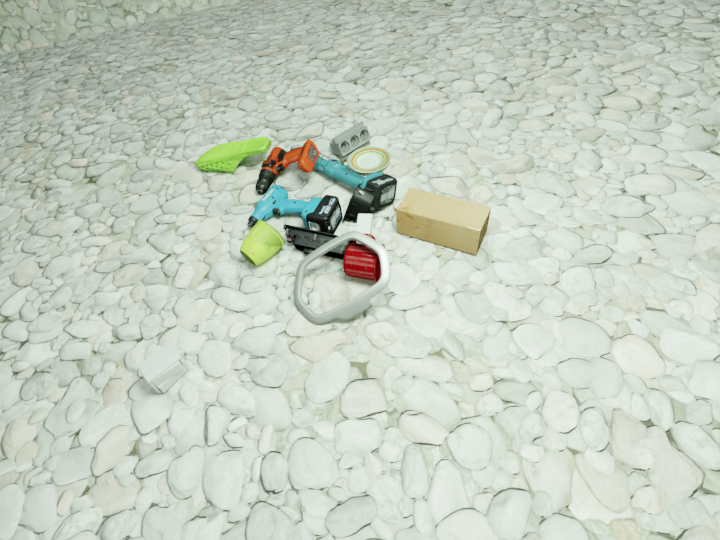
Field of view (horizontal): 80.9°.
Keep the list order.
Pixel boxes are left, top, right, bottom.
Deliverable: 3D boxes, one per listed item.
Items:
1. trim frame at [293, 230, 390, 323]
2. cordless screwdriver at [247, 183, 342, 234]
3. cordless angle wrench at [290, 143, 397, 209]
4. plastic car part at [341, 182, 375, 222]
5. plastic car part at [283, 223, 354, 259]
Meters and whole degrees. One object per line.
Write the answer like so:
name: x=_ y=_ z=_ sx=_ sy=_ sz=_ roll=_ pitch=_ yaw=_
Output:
trim frame: x=-0.048 y=0.017 z=0.960 sx=0.251 sy=0.026 sz=0.191 roll=-31 pitch=64 yaw=13
cordless screwdriver: x=-0.184 y=-0.155 z=1.166 sx=0.260 sy=0.071 sz=0.159 roll=16 pitch=55 yaw=27
cordless angle wrench: x=-0.077 y=-0.305 z=1.270 sx=0.095 sy=0.072 sz=0.447 roll=-25 pitch=44 yaw=-35
plastic car part: x=0.003 y=-0.169 z=1.125 sx=0.071 sy=0.116 sz=0.066 roll=29 pitch=55 yaw=-1
plastic car part: x=-0.106 y=-0.069 z=1.084 sx=0.209 sy=0.063 sz=0.068 roll=9 pitch=62 yaw=17
